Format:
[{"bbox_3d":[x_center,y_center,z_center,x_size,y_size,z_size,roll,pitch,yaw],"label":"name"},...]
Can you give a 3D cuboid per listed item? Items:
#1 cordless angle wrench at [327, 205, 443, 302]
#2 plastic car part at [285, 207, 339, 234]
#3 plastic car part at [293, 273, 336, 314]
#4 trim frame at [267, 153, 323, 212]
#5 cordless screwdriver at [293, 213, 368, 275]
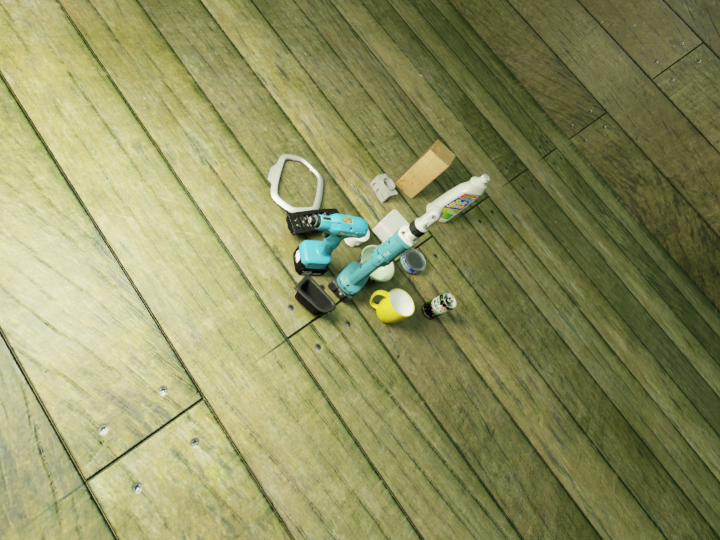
[{"bbox_3d":[0.059,-0.040,1.084,0.074,0.429,0.097,46,48,-5],"label":"cordless angle wrench"},{"bbox_3d":[-0.141,-0.141,1.265,0.195,0.068,0.068,-18,74,-39],"label":"plastic car part"},{"bbox_3d":[-0.130,0.079,1.127,0.117,0.072,0.065,46,48,0],"label":"plastic car part"},{"bbox_3d":[-0.203,-0.275,1.338,0.178,0.028,0.254,21,52,-20],"label":"trim frame"},{"bbox_3d":[-0.109,-0.071,1.116,0.152,0.252,0.077,7,61,-32],"label":"cordless screwdriver"}]
